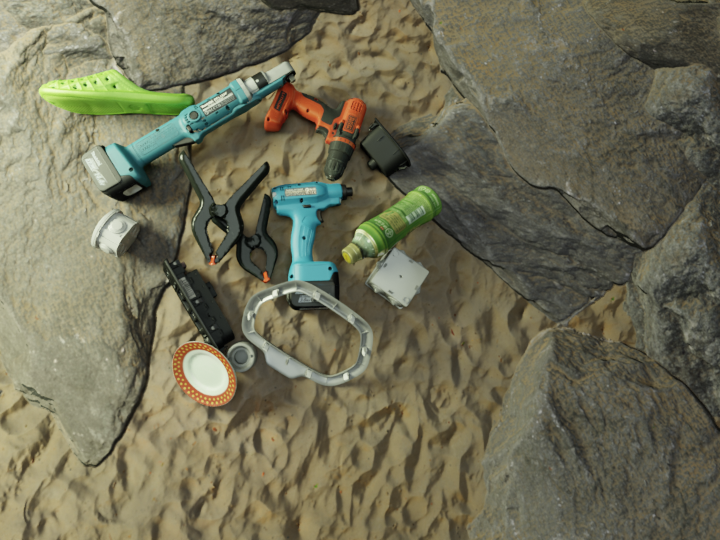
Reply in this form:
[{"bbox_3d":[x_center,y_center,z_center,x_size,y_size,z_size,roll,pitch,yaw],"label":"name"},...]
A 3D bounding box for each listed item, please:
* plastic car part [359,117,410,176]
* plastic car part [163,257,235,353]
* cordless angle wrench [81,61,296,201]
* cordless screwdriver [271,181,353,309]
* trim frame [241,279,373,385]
[{"bbox_3d":[0.041,-0.240,0.864,0.071,0.066,0.117,-37,90,3],"label":"plastic car part"},{"bbox_3d":[-0.292,0.065,0.774,0.065,0.067,0.205,-24,81,-37],"label":"plastic car part"},{"bbox_3d":[-0.309,-0.281,0.802,0.421,0.074,0.099,-33,87,-5],"label":"cordless angle wrench"},{"bbox_3d":[-0.079,-0.052,0.807,0.157,0.074,0.253,-7,77,-8],"label":"cordless screwdriver"},{"bbox_3d":[-0.093,0.118,0.749,0.242,0.028,0.185,36,113,-13],"label":"trim frame"}]
